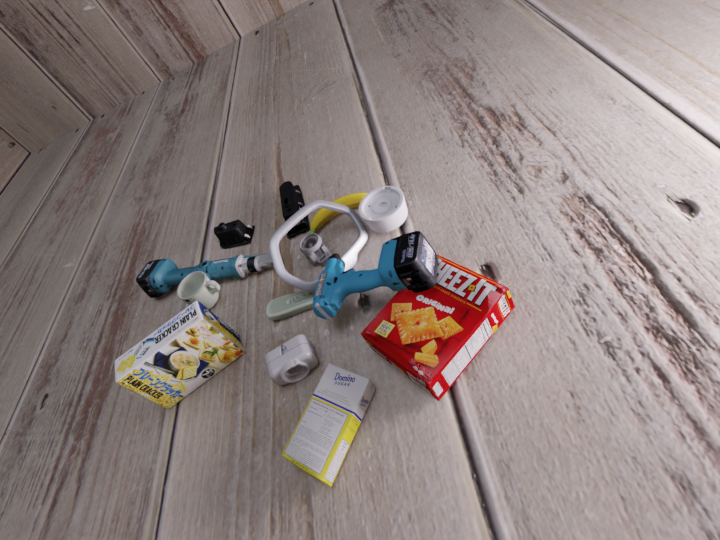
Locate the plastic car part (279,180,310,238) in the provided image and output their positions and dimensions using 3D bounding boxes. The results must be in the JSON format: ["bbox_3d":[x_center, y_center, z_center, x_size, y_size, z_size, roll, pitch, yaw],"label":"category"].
[{"bbox_3d":[-0.193,-0.179,1.165,0.067,0.063,0.211,-30,42,14],"label":"plastic car part"}]

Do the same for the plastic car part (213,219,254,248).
[{"bbox_3d":[-0.370,-0.109,1.199,0.120,0.067,0.068,-10,48,19],"label":"plastic car part"}]

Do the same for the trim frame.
[{"bbox_3d":[-0.094,-0.061,0.961,0.188,0.027,0.246,39,64,11],"label":"trim frame"}]

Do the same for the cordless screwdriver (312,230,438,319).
[{"bbox_3d":[0.020,-0.005,0.820,0.256,0.071,0.162,-21,38,30],"label":"cordless screwdriver"}]

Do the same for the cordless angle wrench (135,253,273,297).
[{"bbox_3d":[-0.405,0.000,1.130,0.436,0.071,0.100,-7,41,21],"label":"cordless angle wrench"}]
